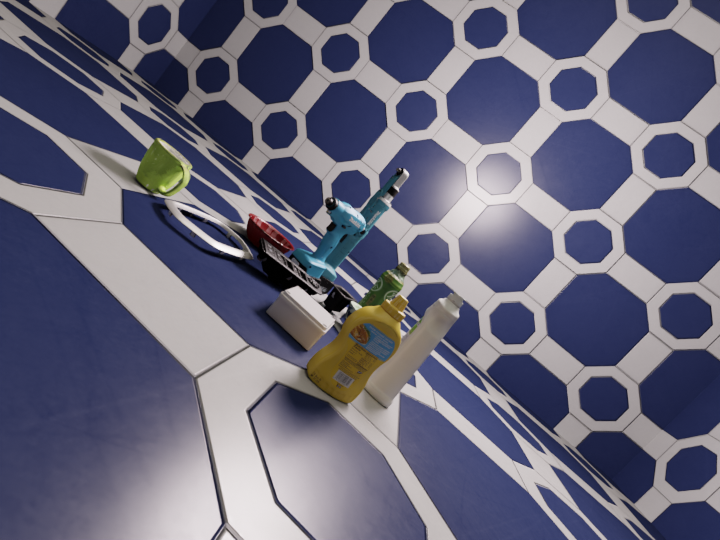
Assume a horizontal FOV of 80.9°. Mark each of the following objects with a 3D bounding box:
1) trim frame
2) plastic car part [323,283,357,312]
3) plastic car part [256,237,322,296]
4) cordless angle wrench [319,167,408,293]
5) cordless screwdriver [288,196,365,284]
[{"bbox_3d":[-0.324,-0.086,0.917,0.191,0.027,0.239,42,6,18],"label":"trim frame"},{"bbox_3d":[-0.063,0.079,1.099,0.068,0.071,0.112,42,6,16],"label":"plastic car part"},{"bbox_3d":[-0.167,0.011,0.978,0.193,0.067,0.070,36,7,-32],"label":"plastic car part"},{"bbox_3d":[-0.007,-0.120,1.215,0.093,0.423,0.078,36,8,-34],"label":"cordless angle wrench"},{"bbox_3d":[-0.105,-0.069,1.073,0.078,0.249,0.150,45,8,35],"label":"cordless screwdriver"}]
